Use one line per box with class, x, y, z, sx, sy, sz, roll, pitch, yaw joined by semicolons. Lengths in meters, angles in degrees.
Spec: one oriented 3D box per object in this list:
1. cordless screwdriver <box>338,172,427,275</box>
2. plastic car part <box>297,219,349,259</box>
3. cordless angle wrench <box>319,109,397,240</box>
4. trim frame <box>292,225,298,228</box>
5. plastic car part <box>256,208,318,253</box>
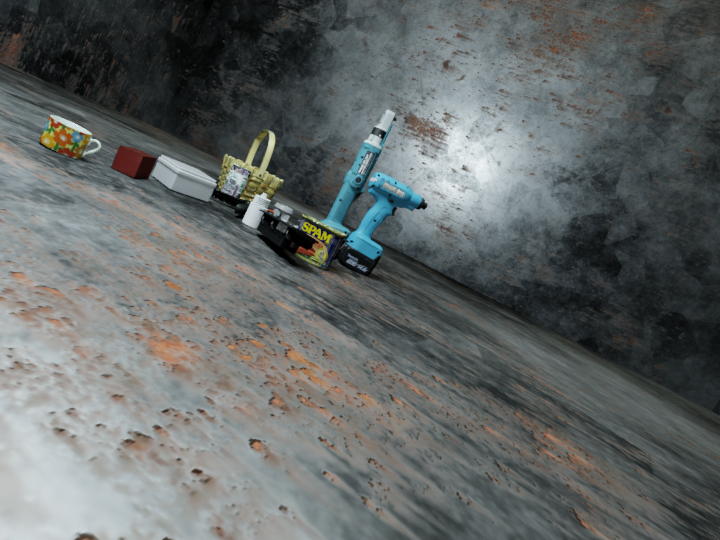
cordless screwdriver;0.053;-0.107;1.074;0.155;0.248;0.076;25;7;-13
plastic car part;-0.093;-0.061;0.955;0.121;0.071;0.064;29;8;18
cordless angle wrench;-0.012;-0.255;1.194;0.095;0.422;0.077;25;7;-17
trim frame;-0.103;-0.079;1.200;0.192;0.027;0.239;29;8;21
plastic car part;-0.160;-0.076;0.850;0.063;0.067;0.214;21;9;-35
